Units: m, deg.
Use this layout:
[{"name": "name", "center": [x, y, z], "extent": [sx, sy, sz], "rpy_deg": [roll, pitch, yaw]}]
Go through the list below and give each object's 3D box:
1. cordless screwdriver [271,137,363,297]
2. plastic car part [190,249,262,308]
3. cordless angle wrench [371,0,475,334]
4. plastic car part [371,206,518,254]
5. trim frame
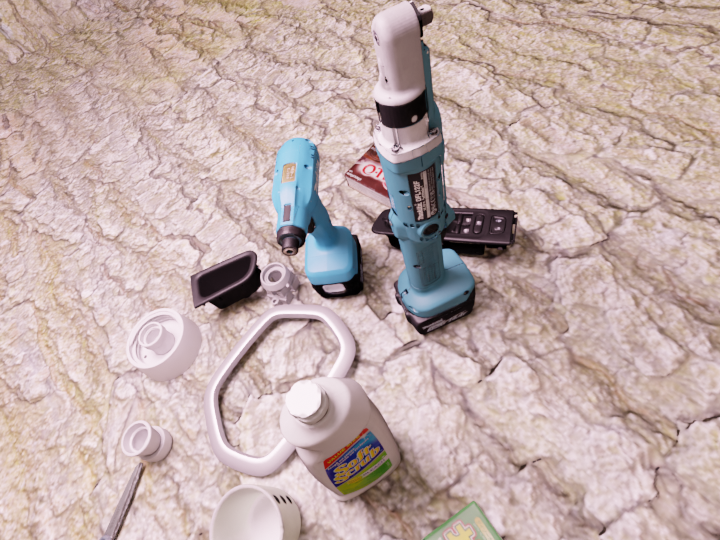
[{"name": "cordless screwdriver", "center": [-0.055, -0.036, 0.566], "extent": [0.076, 0.237, 0.164], "rpy_deg": [-8, 56, 10]}, {"name": "plastic car part", "center": [-0.205, 0.024, 0.682], "extent": [0.117, 0.067, 0.069], "rpy_deg": [-24, 54, 1]}, {"name": "cordless angle wrench", "center": [0.062, -0.060, 0.439], "extent": [0.098, 0.403, 0.078], "rpy_deg": [-24, 54, -1]}, {"name": "plastic car part", "center": [0.120, -0.059, 0.630], "extent": [0.211, 0.064, 0.067], "rpy_deg": [9, 60, 23]}, {"name": "trim frame", "center": [-0.115, 0.154, 0.590], "extent": [0.194, 0.026, 0.248], "rpy_deg": [26, 69, 31]}]
